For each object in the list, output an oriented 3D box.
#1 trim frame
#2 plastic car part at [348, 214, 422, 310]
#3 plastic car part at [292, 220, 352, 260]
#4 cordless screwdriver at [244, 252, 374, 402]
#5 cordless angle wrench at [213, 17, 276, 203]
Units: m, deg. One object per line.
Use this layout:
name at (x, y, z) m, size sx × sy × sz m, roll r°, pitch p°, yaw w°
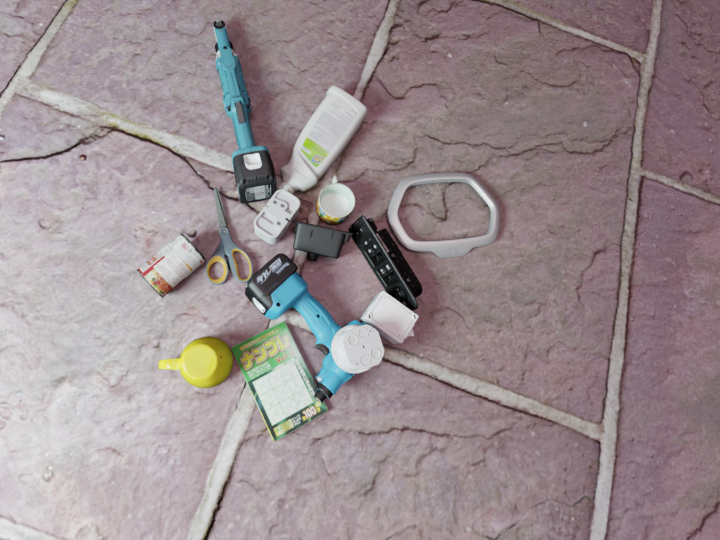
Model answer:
trim frame at (0.176, -0.119, 0.883) m, size 0.244 × 0.027 × 0.188 m, roll -6°, pitch 74°, yaw -11°
plastic car part at (0.056, -0.015, 0.824) m, size 0.065 × 0.067 × 0.207 m, roll -18°, pitch 75°, yaw -40°
plastic car part at (-0.080, -0.052, 0.818) m, size 0.116 × 0.066 × 0.071 m, roll 9°, pitch 89°, yaw -2°
cordless screwdriver at (-0.103, 0.099, 0.752) m, size 0.250 × 0.074 × 0.158 m, roll 40°, pitch 63°, yaw 1°
cordless angle wrench at (-0.253, -0.343, 0.867) m, size 0.073 × 0.097 × 0.434 m, roll -12°, pitch 72°, yaw -13°
